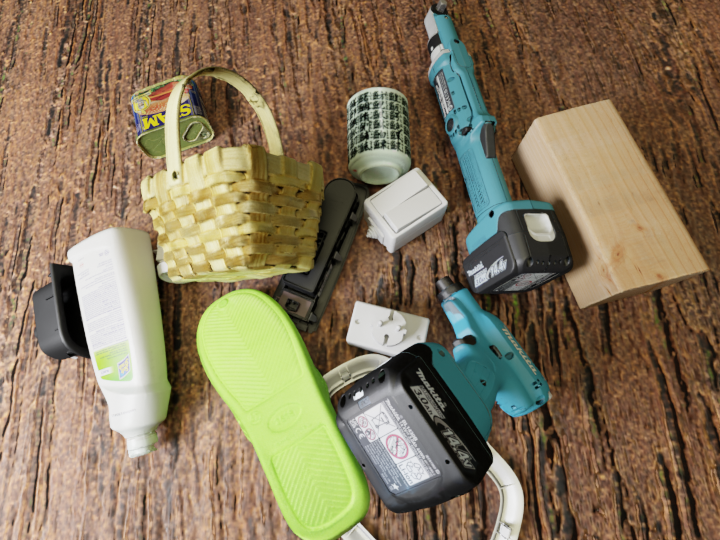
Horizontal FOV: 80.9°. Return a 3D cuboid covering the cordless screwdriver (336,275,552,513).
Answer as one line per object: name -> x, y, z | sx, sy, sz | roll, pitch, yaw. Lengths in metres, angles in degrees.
cordless screwdriver -> 0.078, 0.085, 0.385 | 0.075, 0.238, 0.164 | -45, 68, 32

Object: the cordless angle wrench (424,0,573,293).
cordless angle wrench -> 0.139, -0.182, 0.534 | 0.072, 0.098, 0.435 | -1, 65, -18

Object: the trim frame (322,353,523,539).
trim frame -> 0.045, 0.205, 0.440 | 0.257, 0.027, 0.183 | 41, 79, 19

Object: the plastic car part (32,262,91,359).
plastic car part -> -0.369, 0.059, 0.521 | 0.072, 0.063, 0.119 | -19, 74, 13

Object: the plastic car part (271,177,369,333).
plastic car part -> -0.050, -0.033, 0.516 | 0.068, 0.064, 0.204 | 18, 71, 16
